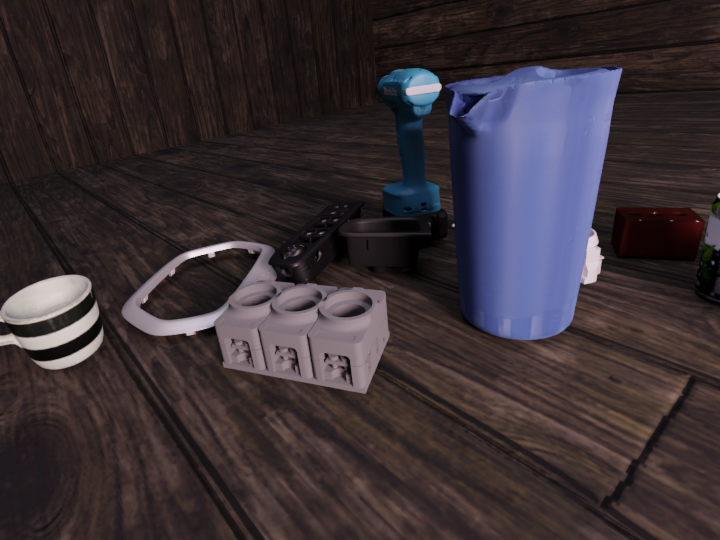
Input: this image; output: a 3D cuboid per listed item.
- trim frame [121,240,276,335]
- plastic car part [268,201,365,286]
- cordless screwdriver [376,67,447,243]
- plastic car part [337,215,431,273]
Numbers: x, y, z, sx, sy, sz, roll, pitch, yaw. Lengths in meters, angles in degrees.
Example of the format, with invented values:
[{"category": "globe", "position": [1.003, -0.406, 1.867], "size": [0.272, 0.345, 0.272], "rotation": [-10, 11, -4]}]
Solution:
[{"category": "trim frame", "position": [-0.211, 0.015, 0.583], "size": [0.187, 0.027, 0.251], "rotation": [-3, 26, 10]}, {"category": "plastic car part", "position": [-0.059, -0.039, 0.607], "size": [0.069, 0.065, 0.200], "rotation": [6, 29, 26]}, {"category": "cordless screwdriver", "position": [0.067, -0.171, 0.640], "size": [0.073, 0.242, 0.166], "rotation": [-11, 24, -12]}, {"category": "plastic car part", "position": [0.032, -0.031, 0.562], "size": [0.118, 0.069, 0.067], "rotation": [-3, 25, 8]}]
